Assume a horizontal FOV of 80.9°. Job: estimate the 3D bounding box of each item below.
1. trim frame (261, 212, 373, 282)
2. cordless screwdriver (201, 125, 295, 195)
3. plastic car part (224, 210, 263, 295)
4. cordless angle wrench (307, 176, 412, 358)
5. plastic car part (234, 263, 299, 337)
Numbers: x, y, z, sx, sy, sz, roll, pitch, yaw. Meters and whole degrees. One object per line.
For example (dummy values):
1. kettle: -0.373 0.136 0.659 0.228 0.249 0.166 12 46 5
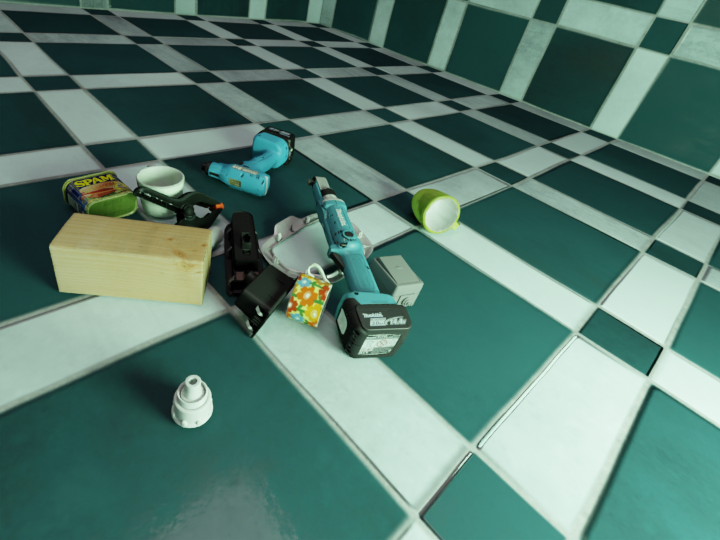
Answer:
1. trim frame: -0.081 -0.053 0.831 0.192 0.027 0.244 28 41 20
2. cordless screwdriver: -0.263 -0.274 1.030 0.161 0.073 0.251 17 40 4
3. plastic car part: -0.210 -0.043 0.752 0.065 0.065 0.213 -6 37 -16
4. cordless angle wrench: -0.030 -0.044 0.761 0.095 0.073 0.443 0 43 -21
5. plastic car part: -0.150 0.033 0.648 0.070 0.066 0.117 36 35 -6
